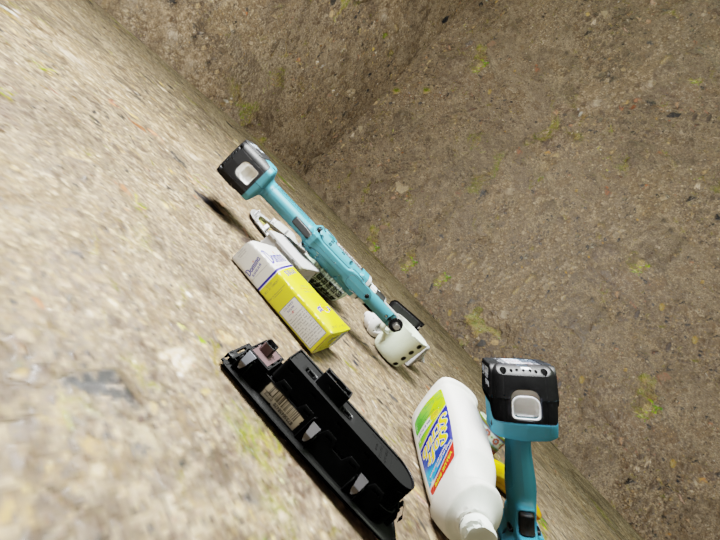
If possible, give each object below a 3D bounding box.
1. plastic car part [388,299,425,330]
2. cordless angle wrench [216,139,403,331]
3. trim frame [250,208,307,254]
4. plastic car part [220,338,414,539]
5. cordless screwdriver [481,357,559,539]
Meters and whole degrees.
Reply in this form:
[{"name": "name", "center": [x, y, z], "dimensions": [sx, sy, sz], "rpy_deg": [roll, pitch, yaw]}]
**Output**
[{"name": "plastic car part", "center": [0.118, 0.147, 1.233], "dimensions": [0.119, 0.066, 0.069], "rpy_deg": [43, 21, 9]}, {"name": "cordless angle wrench", "center": [-0.073, -0.048, 0.746], "dimensions": [0.418, 0.074, 0.099], "rpy_deg": [46, 7, -6]}, {"name": "trim frame", "center": [-0.150, -0.054, 0.938], "dimensions": [0.236, 0.027, 0.193], "rpy_deg": [38, 8, -33]}, {"name": "plastic car part", "center": [-0.029, 0.133, 0.370], "dimensions": [0.207, 0.067, 0.065], "rpy_deg": [49, 0, 11]}, {"name": "cordless screwdriver", "center": [0.189, 0.233, 0.489], "dimensions": [0.155, 0.076, 0.249], "rpy_deg": [13, 76, -79]}]
